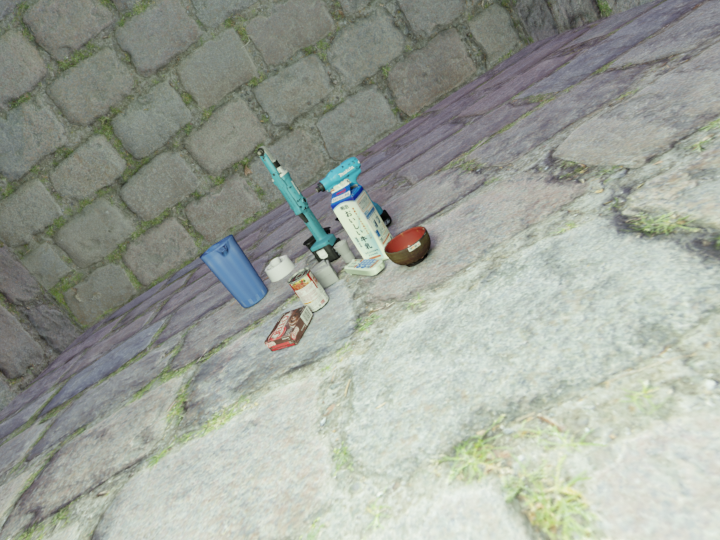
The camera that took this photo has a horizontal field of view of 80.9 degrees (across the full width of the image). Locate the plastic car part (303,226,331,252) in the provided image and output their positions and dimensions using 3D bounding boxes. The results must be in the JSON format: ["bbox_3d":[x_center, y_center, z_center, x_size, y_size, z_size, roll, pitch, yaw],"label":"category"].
[{"bbox_3d":[-0.147,-0.096,1.503,0.069,0.069,0.115,-9,31,53],"label":"plastic car part"}]

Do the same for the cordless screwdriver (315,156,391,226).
[{"bbox_3d":[-0.022,-0.214,1.331,0.158,0.242,0.077,-36,16,-10],"label":"cordless screwdriver"}]

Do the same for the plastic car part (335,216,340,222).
[{"bbox_3d":[-0.018,-0.177,1.497,0.066,0.065,0.211,-38,20,-15],"label":"plastic car part"}]

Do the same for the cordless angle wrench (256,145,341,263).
[{"bbox_3d":[-0.197,-0.210,1.342,0.076,0.412,0.098,-25,17,28],"label":"cordless angle wrench"}]
